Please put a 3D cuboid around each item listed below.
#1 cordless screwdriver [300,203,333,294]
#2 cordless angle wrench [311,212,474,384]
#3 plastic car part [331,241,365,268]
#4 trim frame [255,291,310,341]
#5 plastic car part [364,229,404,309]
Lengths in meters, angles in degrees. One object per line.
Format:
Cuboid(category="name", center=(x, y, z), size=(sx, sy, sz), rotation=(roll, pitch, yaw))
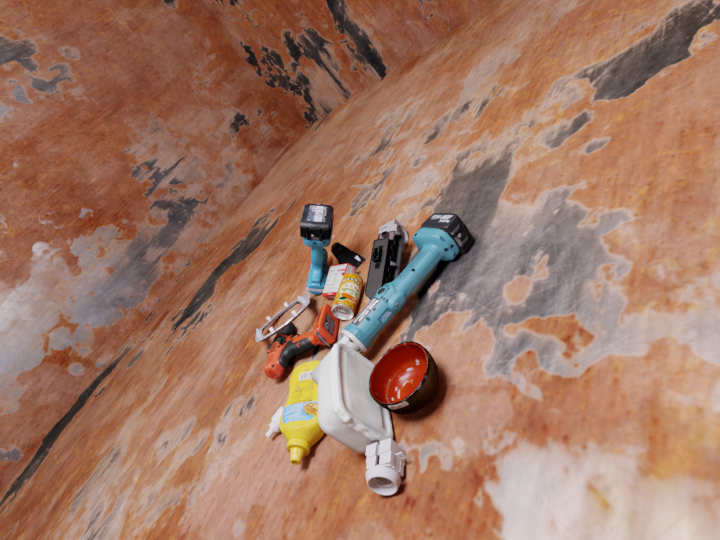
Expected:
Cuboid(category="cordless screwdriver", center=(-0.110, -0.072, 1.129), size=(0.163, 0.075, 0.241), rotation=(-83, -2, -45))
Cuboid(category="cordless angle wrench", center=(0.056, 0.056, 0.826), size=(0.421, 0.071, 0.102), rotation=(-47, 24, -14))
Cuboid(category="plastic car part", center=(-0.049, -0.044, 1.157), size=(0.066, 0.068, 0.122), rotation=(-44, 28, -3))
Cuboid(category="trim frame", center=(-0.206, 0.119, 1.119), size=(0.183, 0.027, 0.252), rotation=(-37, 8, -10))
Cuboid(category="plastic car part", center=(0.050, -0.007, 0.929), size=(0.069, 0.063, 0.206), rotation=(-7, 61, 29))
